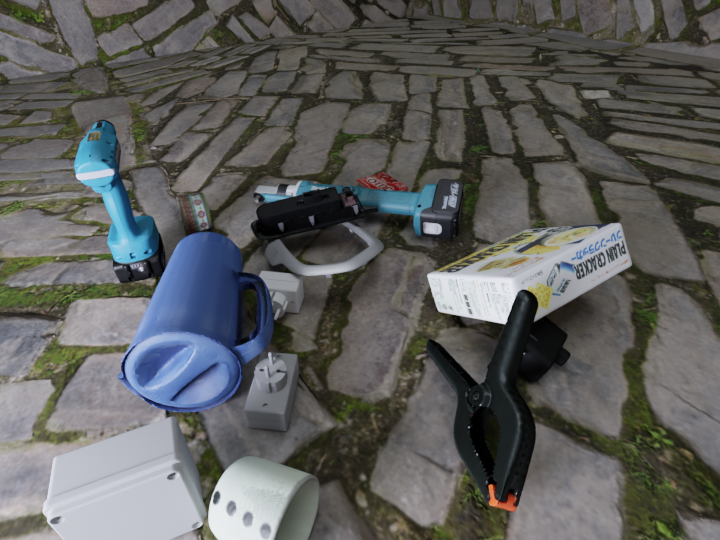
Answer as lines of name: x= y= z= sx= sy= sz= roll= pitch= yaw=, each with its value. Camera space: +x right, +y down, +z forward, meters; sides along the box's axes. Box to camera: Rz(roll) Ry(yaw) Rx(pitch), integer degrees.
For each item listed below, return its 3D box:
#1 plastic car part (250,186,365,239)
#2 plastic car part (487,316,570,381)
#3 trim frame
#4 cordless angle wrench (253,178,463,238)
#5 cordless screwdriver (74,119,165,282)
plastic car part: x=-0.097 y=-0.104 z=0.744 sx=0.202 sy=0.064 sz=0.069 roll=-17 pitch=54 yaw=-2
plastic car part: x=0.228 y=0.095 z=0.541 sx=0.074 sy=0.065 sz=0.114 roll=41 pitch=50 yaw=22
trim frame: x=-0.071 y=-0.046 z=0.724 sx=0.180 sy=0.027 sz=0.262 roll=-15 pitch=30 yaw=-20
cordless angle wrench: x=-0.022 y=-0.139 z=0.835 sx=0.438 sy=0.071 sz=0.099 roll=9 pitch=57 yaw=20
cordless screwdriver: x=-0.386 y=-0.110 z=0.686 sx=0.073 sy=0.241 sz=0.167 roll=-12 pitch=44 yaw=-16
